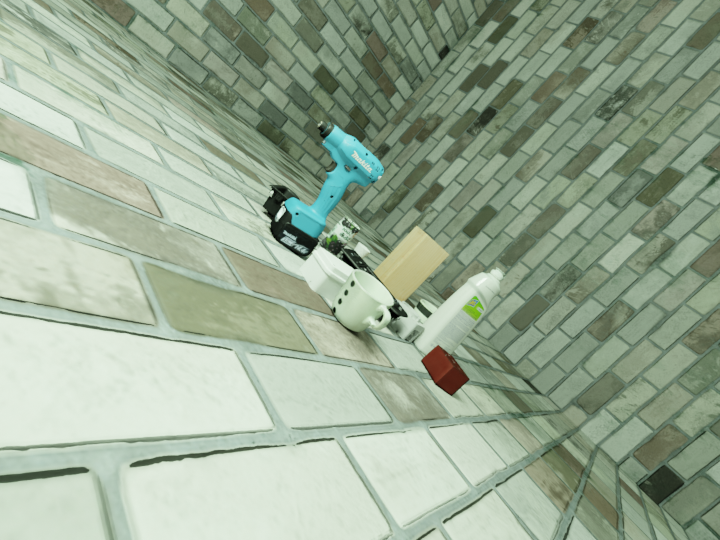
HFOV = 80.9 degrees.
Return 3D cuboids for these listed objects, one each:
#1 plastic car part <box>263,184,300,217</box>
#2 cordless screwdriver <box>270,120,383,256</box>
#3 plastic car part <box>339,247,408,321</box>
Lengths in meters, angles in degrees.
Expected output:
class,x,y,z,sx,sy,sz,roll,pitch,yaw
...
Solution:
class,x,y,z,sx,sy,sz,roll,pitch,yaw
plastic car part,-0.185,-0.152,0.965,0.066,0.071,0.116,42,9,-3
cordless screwdriver,-0.088,-0.160,0.837,0.152,0.249,0.077,38,11,-27
plastic car part,0.018,0.038,0.924,0.212,0.067,0.063,46,10,25
